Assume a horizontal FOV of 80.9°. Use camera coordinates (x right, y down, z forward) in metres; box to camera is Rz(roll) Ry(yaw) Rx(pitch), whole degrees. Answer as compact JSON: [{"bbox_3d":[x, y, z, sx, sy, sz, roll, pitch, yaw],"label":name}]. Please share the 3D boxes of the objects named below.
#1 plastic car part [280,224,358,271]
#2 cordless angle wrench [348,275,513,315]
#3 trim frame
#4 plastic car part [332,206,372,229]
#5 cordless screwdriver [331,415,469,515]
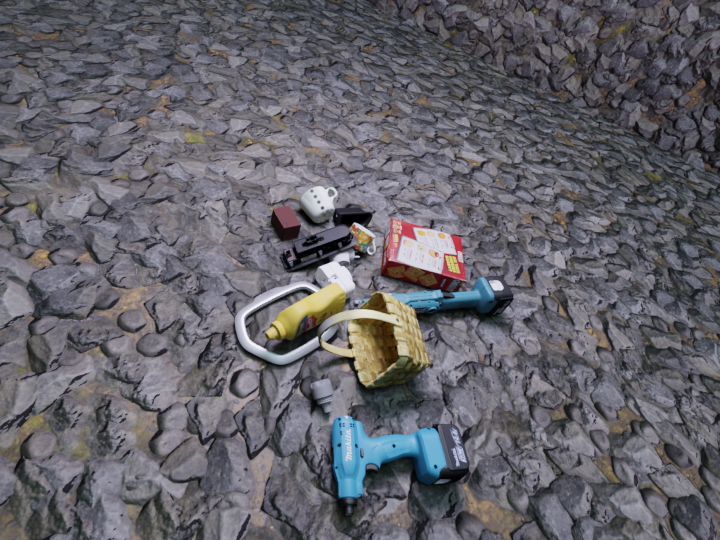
[{"bbox_3d":[-0.106,-0.069,1.082,0.200,0.064,0.070,-18,48,-12],"label":"plastic car part"},{"bbox_3d":[0.172,0.077,1.060,0.414,0.096,0.077,-4,52,-14],"label":"cordless angle wrench"},{"bbox_3d":[-0.165,0.112,0.963,0.242,0.027,0.192,-29,63,-33],"label":"trim frame"},{"bbox_3d":[-0.033,-0.156,1.223,0.112,0.065,0.075,-11,41,-30],"label":"plastic car part"},{"bbox_3d":[0.071,0.361,0.782,0.245,0.073,0.164,4,49,-8],"label":"cordless screwdriver"}]
